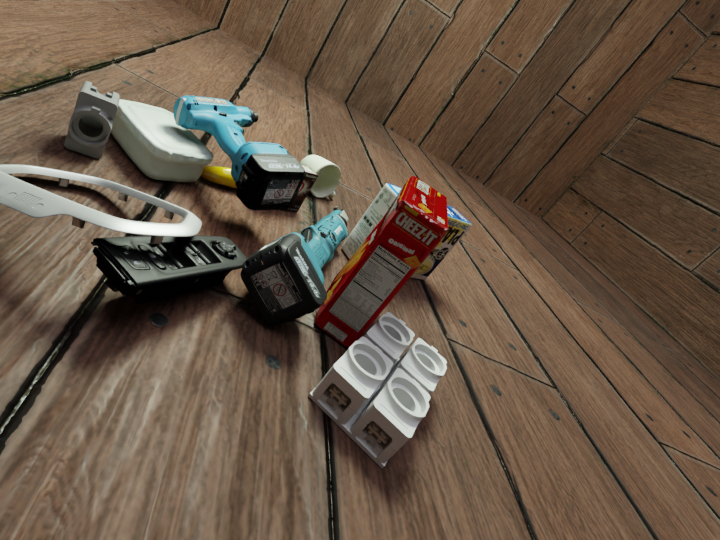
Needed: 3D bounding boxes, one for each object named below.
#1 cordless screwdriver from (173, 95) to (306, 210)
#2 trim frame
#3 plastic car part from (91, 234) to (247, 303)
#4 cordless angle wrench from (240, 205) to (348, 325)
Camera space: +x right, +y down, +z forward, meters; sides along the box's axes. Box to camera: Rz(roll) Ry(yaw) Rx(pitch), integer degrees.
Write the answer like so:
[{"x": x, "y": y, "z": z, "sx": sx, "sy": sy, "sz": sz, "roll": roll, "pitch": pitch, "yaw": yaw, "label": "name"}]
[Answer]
[{"x": -0.183, "y": -0.206, "z": 0.701, "sx": 0.153, "sy": 0.074, "sz": 0.260, "roll": -15, "pitch": 53, "yaw": -47, "label": "cordless screwdriver"}, {"x": -0.292, "y": -0.076, "z": 0.468, "sx": 0.255, "sy": 0.027, "sz": 0.180, "roll": 22, "pitch": 12, "yaw": 12, "label": "trim frame"}, {"x": -0.199, "y": -0.001, "z": 0.472, "sx": 0.068, "sy": 0.067, "sz": 0.197, "roll": 33, "pitch": 19, "yaw": 13, "label": "plastic car part"}, {"x": -0.068, "y": -0.044, "z": 0.694, "sx": 0.096, "sy": 0.076, "sz": 0.423, "roll": 61, "pitch": 16, "yaw": -12, "label": "cordless angle wrench"}]
